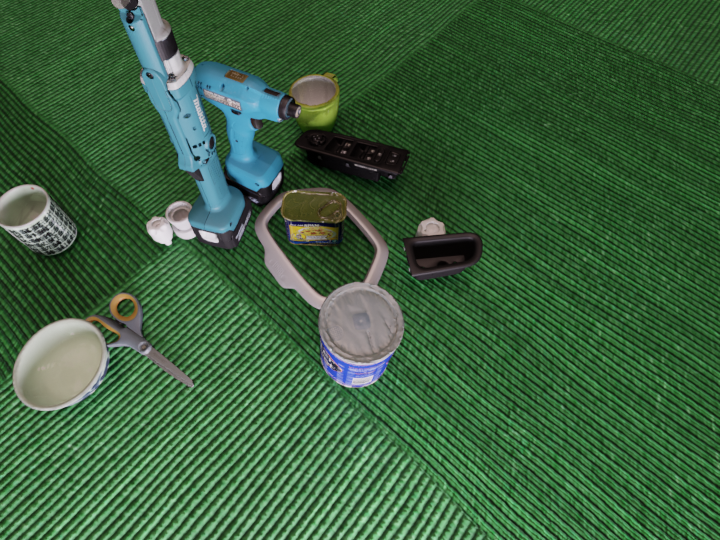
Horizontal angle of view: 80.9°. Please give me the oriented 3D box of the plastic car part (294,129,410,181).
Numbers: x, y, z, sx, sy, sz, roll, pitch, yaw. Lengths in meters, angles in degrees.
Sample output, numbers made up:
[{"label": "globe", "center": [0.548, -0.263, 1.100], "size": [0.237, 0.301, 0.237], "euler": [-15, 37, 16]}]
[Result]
[{"label": "plastic car part", "center": [-0.019, -0.207, 0.766], "size": [0.207, 0.065, 0.067], "euler": [20, 63, 11]}]

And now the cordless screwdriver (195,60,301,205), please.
[{"label": "cordless screwdriver", "center": [-0.161, -0.198, 0.663], "size": [0.163, 0.242, 0.074], "euler": [25, 64, 10]}]

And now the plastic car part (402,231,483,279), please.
[{"label": "plastic car part", "center": [0.125, -0.015, 0.657], "size": [0.116, 0.069, 0.068], "euler": [-6, 63, -4]}]

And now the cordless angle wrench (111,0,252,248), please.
[{"label": "cordless angle wrench", "center": [-0.219, -0.170, 0.552], "size": [0.075, 0.413, 0.099], "euler": [15, 63, 3]}]

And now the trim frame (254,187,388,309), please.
[{"label": "trim frame", "center": [-0.068, -0.045, 0.700], "size": [0.182, 0.027, 0.259], "euler": [-34, 66, -16]}]
